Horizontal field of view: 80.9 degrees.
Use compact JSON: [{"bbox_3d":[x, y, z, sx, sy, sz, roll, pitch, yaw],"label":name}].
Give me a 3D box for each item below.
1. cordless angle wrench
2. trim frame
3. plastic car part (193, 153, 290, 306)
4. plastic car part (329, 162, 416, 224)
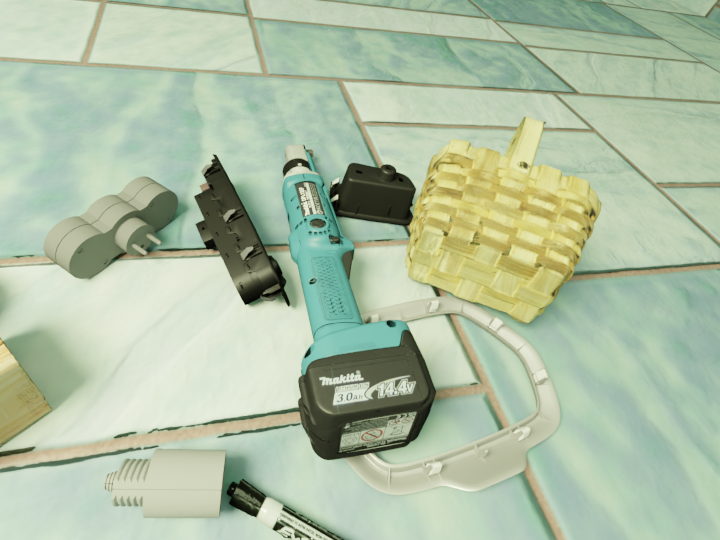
[{"bbox_3d":[-0.045,-0.029,0.459,0.096,0.072,0.442,-7,43,-13],"label":"cordless angle wrench"},{"bbox_3d":[0.077,0.106,0.405,0.241,0.027,0.193,-9,52,-22],"label":"trim frame"},{"bbox_3d":[-0.139,-0.040,0.464,0.066,0.064,0.213,-26,58,-20],"label":"plastic car part"},{"bbox_3d":[0.020,-0.107,0.553,0.116,0.069,0.068,8,49,-3],"label":"plastic car part"}]
